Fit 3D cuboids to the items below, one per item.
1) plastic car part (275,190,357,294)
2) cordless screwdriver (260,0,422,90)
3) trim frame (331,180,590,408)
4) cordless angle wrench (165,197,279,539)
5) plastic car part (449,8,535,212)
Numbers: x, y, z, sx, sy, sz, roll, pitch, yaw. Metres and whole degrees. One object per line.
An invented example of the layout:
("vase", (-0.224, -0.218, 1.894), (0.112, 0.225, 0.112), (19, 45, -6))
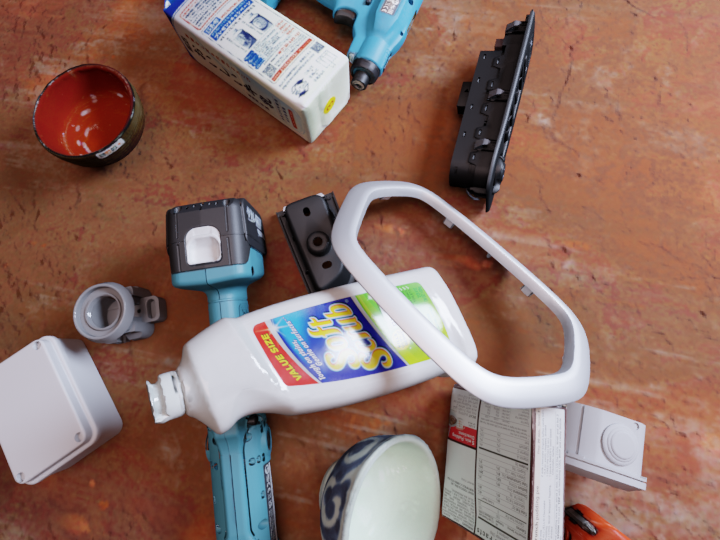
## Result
("plastic car part", (-0.040, -0.026, 0.412), (0.066, 0.069, 0.120), (-21, 74, -1))
("cordless screwdriver", (-0.063, -0.311, 0.484), (0.252, 0.073, 0.159), (23, 80, 6))
("trim frame", (0.082, 0.005, 0.361), (0.179, 0.027, 0.258), (-28, 62, -40))
("cordless angle wrench", (-0.107, 0.150, 0.372), (0.074, 0.096, 0.428), (-9, 80, 0))
("plastic car part", (0.132, -0.161, 0.433), (0.069, 0.064, 0.204), (10, 77, 15))
